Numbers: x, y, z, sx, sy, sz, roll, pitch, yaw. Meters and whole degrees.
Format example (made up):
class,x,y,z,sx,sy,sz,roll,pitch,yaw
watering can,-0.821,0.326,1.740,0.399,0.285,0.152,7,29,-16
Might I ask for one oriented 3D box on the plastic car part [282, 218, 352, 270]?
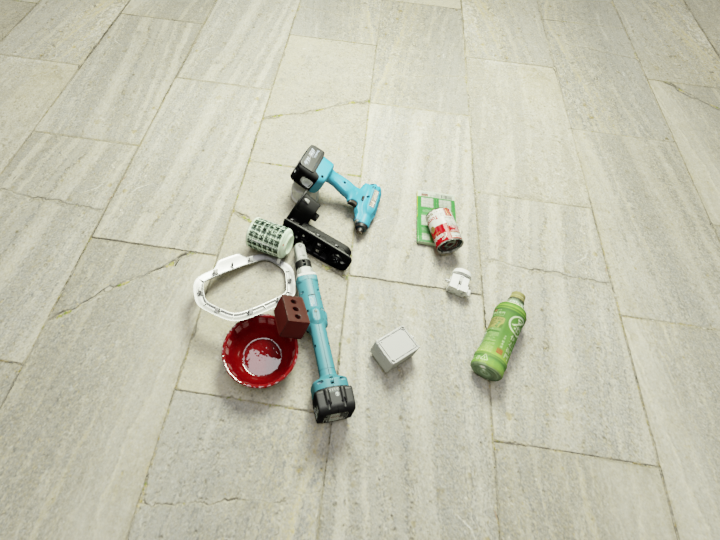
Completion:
class,x,y,z,sx,sy,sz,roll,pitch,yaw
plastic car part,-0.105,-0.069,1.076,0.210,0.065,0.065,33,36,17

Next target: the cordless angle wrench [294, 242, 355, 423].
class,x,y,z,sx,sy,sz,roll,pitch,yaw
cordless angle wrench,-0.102,0.110,0.946,0.073,0.096,0.440,-7,56,-14

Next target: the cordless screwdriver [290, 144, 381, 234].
class,x,y,z,sx,sy,sz,roll,pitch,yaw
cordless screwdriver,-0.064,-0.208,1.114,0.242,0.075,0.161,28,57,-14

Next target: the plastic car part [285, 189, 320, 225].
class,x,y,z,sx,sy,sz,roll,pitch,yaw
plastic car part,-0.143,-0.152,1.100,0.069,0.119,0.066,37,60,-12

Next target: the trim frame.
class,x,y,z,sx,sy,sz,roll,pitch,yaw
trim frame,-0.265,0.029,0.985,0.241,0.027,0.194,-24,52,-32
